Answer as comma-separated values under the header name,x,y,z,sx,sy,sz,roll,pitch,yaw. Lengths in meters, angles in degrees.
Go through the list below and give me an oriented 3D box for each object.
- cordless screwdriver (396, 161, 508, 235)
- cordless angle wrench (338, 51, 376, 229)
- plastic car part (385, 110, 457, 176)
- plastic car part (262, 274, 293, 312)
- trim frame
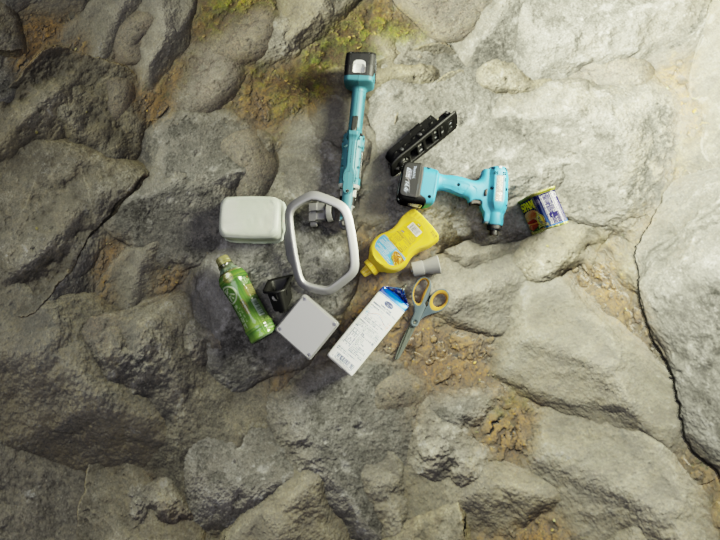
name,x,y,z,sx,sy,sz,roll,pitch,yaw
cordless screwdriver,0.211,-0.168,0.979,0.251,0.073,0.160,5,84,4
cordless angle wrench,-0.018,-0.308,1.025,0.075,0.097,0.424,6,87,5
plastic car part,0.137,-0.311,1.013,0.203,0.064,0.069,-43,72,0
plastic car part,-0.187,0.061,0.987,0.066,0.118,0.069,-14,108,2
trim frame,-0.098,-0.064,0.999,0.189,0.027,0.246,-8,96,17
